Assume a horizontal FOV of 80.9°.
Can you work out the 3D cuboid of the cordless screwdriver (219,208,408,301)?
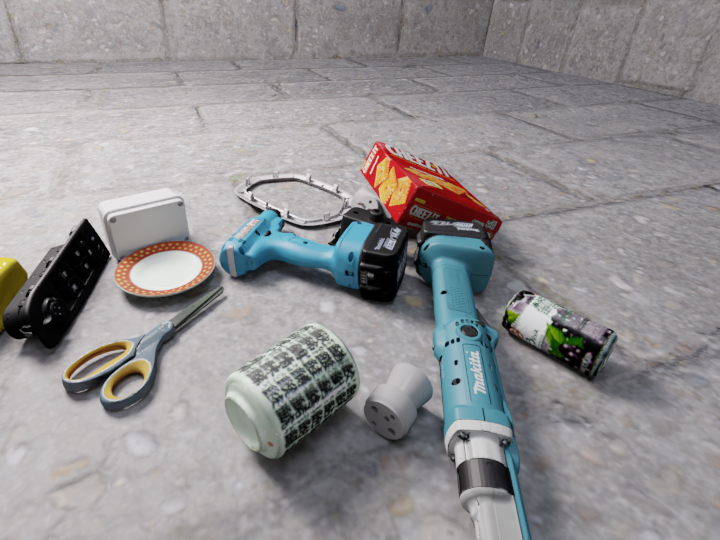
[{"bbox_3d":[-0.059,-0.039,0.607,0.255,0.072,0.160,7,33,14],"label":"cordless screwdriver"}]

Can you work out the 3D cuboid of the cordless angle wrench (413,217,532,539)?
[{"bbox_3d":[0.109,0.081,0.439,0.099,0.072,0.431,5,36,3],"label":"cordless angle wrench"}]

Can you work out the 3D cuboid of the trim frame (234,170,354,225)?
[{"bbox_3d":[-0.125,-0.143,0.800,0.262,0.027,0.179,29,43,32],"label":"trim frame"}]

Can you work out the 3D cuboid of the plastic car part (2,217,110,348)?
[{"bbox_3d":[-0.373,0.012,0.519,0.066,0.064,0.212,-14,36,-9],"label":"plastic car part"}]

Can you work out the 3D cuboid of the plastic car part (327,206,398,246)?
[{"bbox_3d":[0.016,-0.062,0.645,0.122,0.069,0.065,19,38,28],"label":"plastic car part"}]
